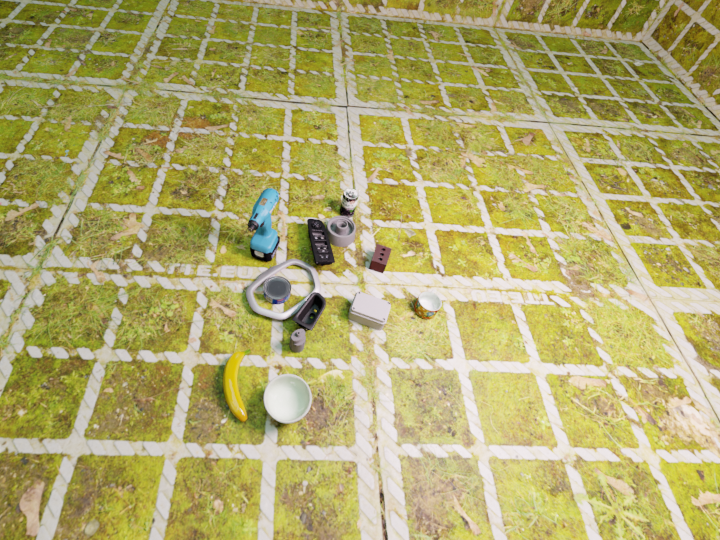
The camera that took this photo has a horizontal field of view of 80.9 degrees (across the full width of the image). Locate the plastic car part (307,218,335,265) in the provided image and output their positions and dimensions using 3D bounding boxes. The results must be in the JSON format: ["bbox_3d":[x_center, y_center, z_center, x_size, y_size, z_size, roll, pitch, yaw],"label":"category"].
[{"bbox_3d":[-0.138,-0.090,1.412,0.065,0.065,0.211,-6,54,-14],"label":"plastic car part"}]

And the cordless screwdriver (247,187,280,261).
[{"bbox_3d":[-0.303,-0.117,1.300,0.075,0.244,0.161,19,53,2],"label":"cordless screwdriver"}]

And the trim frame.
[{"bbox_3d":[-0.236,0.054,1.314,0.192,0.027,0.244,39,58,21],"label":"trim frame"}]

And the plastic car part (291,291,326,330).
[{"bbox_3d":[-0.145,0.129,1.241,0.067,0.069,0.116,27,54,10],"label":"plastic car part"}]
